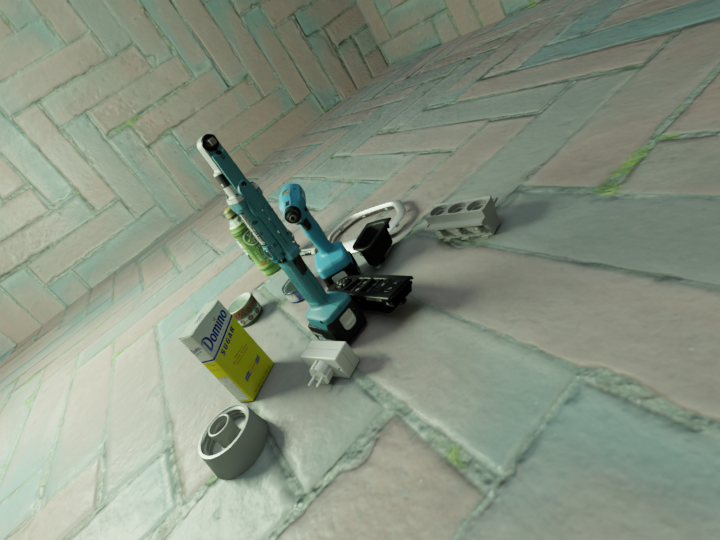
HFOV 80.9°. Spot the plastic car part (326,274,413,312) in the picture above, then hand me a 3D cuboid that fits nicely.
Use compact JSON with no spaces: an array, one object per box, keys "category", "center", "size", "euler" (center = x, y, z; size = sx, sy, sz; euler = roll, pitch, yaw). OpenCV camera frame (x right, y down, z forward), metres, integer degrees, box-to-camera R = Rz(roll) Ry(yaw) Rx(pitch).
[{"category":"plastic car part","center":[0.017,0.042,0.780],"size":[0.066,0.064,0.213],"euler":[-47,29,-26]}]

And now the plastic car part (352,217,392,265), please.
[{"category":"plastic car part","center":[0.032,-0.053,0.914],"size":[0.068,0.068,0.116],"euler":[-13,33,37]}]

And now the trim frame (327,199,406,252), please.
[{"category":"trim frame","center":[0.009,-0.109,1.079],"size":[0.258,0.026,0.184],"euler":[-12,34,37]}]

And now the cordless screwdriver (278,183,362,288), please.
[{"category":"cordless screwdriver","center":[-0.084,-0.055,0.859],"size":[0.075,0.239,0.164],"euler":[-31,24,7]}]

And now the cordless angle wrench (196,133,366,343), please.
[{"category":"cordless angle wrench","center":[-0.135,-0.043,0.711],"size":[0.074,0.407,0.102],"euler":[-45,26,-26]}]
